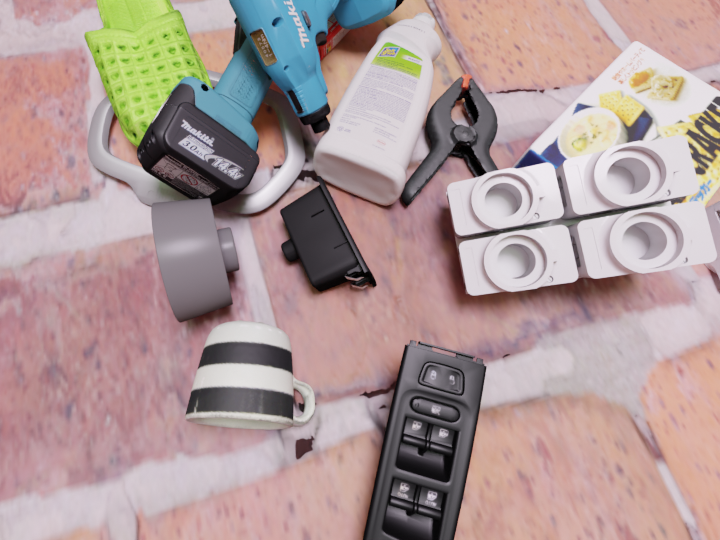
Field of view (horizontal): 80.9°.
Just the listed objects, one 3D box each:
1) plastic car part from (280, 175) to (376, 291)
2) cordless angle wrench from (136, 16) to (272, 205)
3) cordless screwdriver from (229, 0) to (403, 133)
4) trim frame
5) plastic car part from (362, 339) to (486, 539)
[{"bbox_3d":[-0.041,-0.027,0.418,0.071,0.064,0.120,-30,70,1],"label":"plastic car part"},{"bbox_3d":[-0.099,-0.268,0.463,0.093,0.077,0.427,32,62,-32],"label":"cordless angle wrench"},{"bbox_3d":[-0.023,-0.266,0.443,0.078,0.152,0.248,0,42,38],"label":"cordless screwdriver"},{"bbox_3d":[-0.183,-0.150,0.475,0.250,0.027,0.186,17,68,3],"label":"trim frame"},{"bbox_3d":[0.041,0.163,0.336,0.066,0.067,0.205,16,73,-6],"label":"plastic car part"}]
